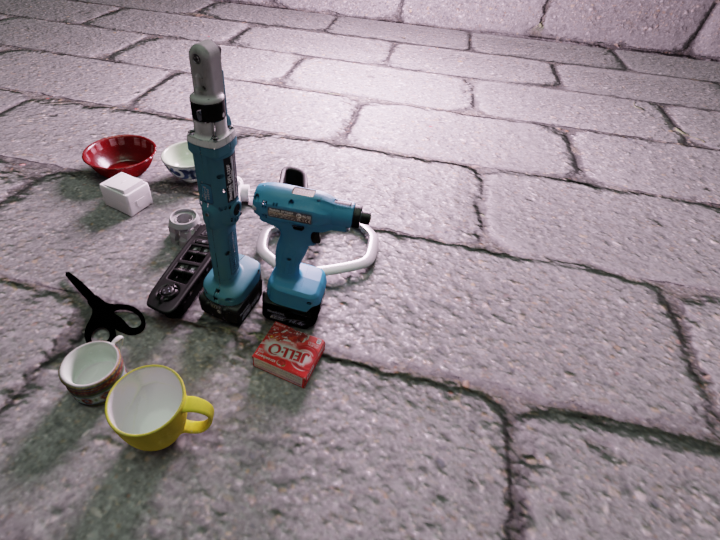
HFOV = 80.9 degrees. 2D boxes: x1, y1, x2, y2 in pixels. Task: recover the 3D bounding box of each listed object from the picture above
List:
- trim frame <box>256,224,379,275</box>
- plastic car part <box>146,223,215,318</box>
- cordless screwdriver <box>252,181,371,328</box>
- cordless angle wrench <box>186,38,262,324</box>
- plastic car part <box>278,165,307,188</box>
[{"bbox_3d":[-0.082,-0.053,0.834,0.243,0.027,0.193,-11,46,-16],"label":"trim frame"},{"bbox_3d":[-0.293,0.004,0.730,0.067,0.065,0.205,13,44,7],"label":"plastic car part"},{"bbox_3d":[-0.076,-0.015,0.637,0.161,0.242,0.075,13,43,5],"label":"cordless screwdriver"},{"bbox_3d":[-0.193,-0.092,0.586,0.076,0.412,0.098,19,44,10],"label":"cordless angle wrench"},{"bbox_3d":[-0.146,-0.166,0.917,0.065,0.069,0.120,2,43,-5],"label":"plastic car part"}]
